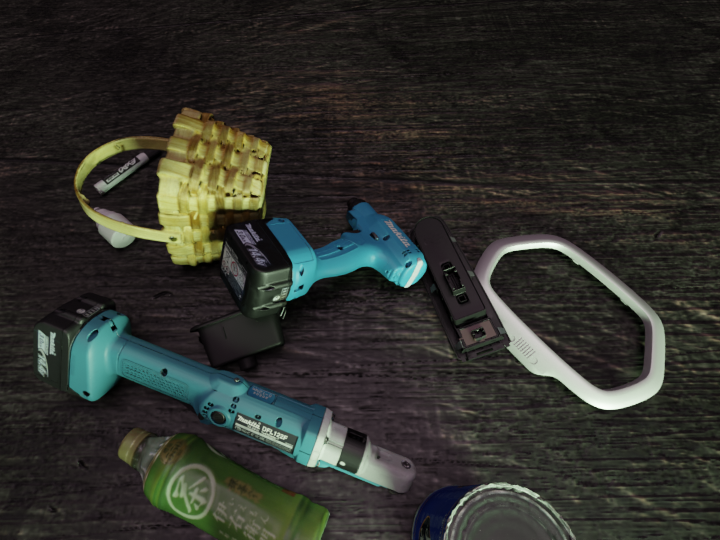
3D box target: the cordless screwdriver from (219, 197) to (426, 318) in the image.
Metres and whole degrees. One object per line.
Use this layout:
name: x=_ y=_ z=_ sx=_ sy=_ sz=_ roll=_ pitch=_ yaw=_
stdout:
cordless screwdriver: x=-0.052 y=-0.034 z=0.532 sx=0.239 sy=0.073 sz=0.168 roll=-10 pitch=47 yaw=-32

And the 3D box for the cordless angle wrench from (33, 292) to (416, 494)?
cordless angle wrench: x=-0.145 y=0.142 z=0.459 sx=0.428 sy=0.097 sz=0.074 roll=20 pitch=23 yaw=6

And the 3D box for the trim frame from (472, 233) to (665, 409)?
trim frame: x=0.261 y=0.052 z=0.539 sx=0.181 sy=0.027 sz=0.258 roll=-34 pitch=67 yaw=-18

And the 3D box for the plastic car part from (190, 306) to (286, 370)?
plastic car part: x=-0.139 y=0.083 z=0.516 sx=0.115 sy=0.065 sz=0.072 roll=-22 pitch=78 yaw=-8

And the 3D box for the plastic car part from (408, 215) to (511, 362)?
plastic car part: x=0.113 y=0.008 z=0.545 sx=0.067 sy=0.063 sz=0.211 roll=-27 pitch=56 yaw=13
